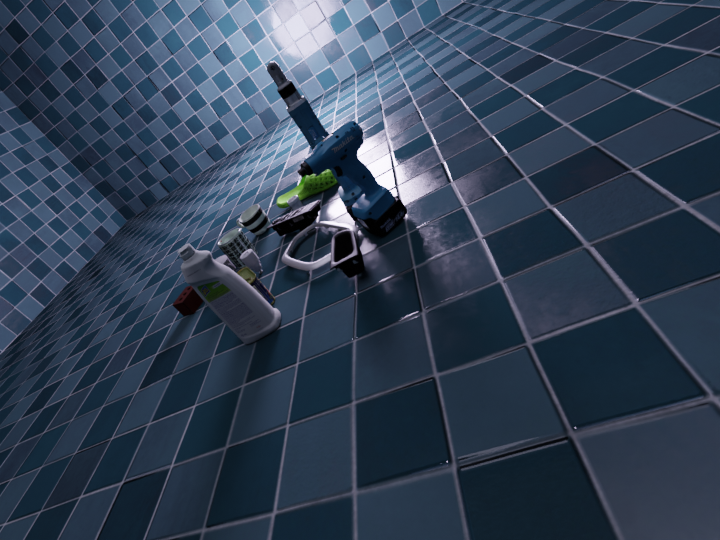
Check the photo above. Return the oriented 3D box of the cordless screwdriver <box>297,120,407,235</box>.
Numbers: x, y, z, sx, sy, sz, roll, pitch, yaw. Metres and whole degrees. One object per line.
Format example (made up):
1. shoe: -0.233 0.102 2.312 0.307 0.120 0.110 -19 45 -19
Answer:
1. cordless screwdriver: -0.016 -0.179 0.918 0.158 0.238 0.078 -40 26 -9

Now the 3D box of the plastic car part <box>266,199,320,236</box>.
1. plastic car part: -0.190 -0.145 1.231 0.211 0.064 0.066 -10 37 39

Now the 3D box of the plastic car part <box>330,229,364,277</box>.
1. plastic car part: -0.021 -0.030 0.883 0.067 0.068 0.120 -28 29 15

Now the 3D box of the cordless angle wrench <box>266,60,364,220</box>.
1. cordless angle wrench: -0.095 -0.309 1.019 0.075 0.405 0.101 -30 26 10

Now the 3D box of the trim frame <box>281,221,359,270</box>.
1. trim frame: -0.105 -0.068 1.070 0.183 0.026 0.261 -48 31 -20
